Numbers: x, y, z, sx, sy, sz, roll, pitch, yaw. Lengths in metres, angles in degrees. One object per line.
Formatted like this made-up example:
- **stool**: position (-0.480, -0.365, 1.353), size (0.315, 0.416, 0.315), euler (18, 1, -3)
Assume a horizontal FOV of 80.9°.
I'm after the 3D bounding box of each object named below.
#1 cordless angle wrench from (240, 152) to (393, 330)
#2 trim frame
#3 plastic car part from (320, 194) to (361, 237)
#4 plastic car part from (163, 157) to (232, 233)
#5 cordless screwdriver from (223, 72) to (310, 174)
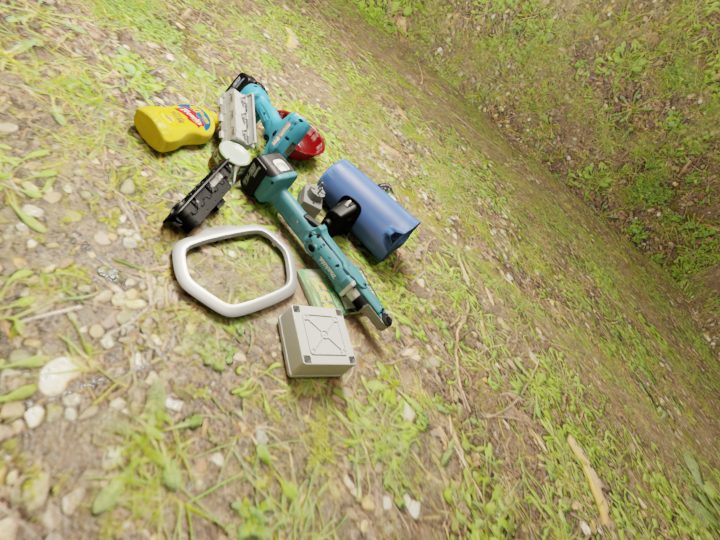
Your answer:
- **cordless angle wrench**: position (-0.083, -0.054, 0.847), size (0.432, 0.099, 0.072), euler (51, 38, 11)
- **trim frame**: position (-0.213, -0.010, 0.750), size (0.240, 0.028, 0.189), euler (-22, 70, -48)
- **plastic car part**: position (-0.053, -0.113, 0.930), size (0.069, 0.117, 0.067), euler (-35, 82, -29)
- **plastic car part**: position (-0.291, -0.132, 0.780), size (0.064, 0.068, 0.204), euler (58, 29, -25)
- **cordless screwdriver**: position (-0.237, -0.339, 0.983), size (0.261, 0.160, 0.070), euler (48, 14, 29)
